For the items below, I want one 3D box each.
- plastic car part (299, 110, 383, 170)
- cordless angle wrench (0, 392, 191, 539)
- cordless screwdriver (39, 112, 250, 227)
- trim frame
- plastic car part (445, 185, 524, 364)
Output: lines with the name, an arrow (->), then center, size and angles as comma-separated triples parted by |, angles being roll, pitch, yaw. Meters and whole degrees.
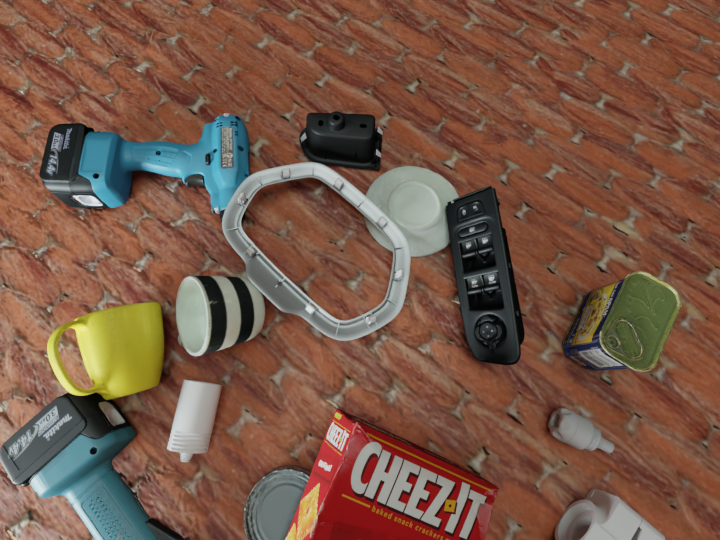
plastic car part -> -0.025, -0.182, 0.563 | 0.116, 0.070, 0.067 | 6, 72, -1
cordless angle wrench -> -0.181, 0.305, 0.407 | 0.097, 0.073, 0.433 | -42, 78, -12
cordless screwdriver -> -0.267, -0.119, 0.548 | 0.247, 0.073, 0.163 | -5, 72, -5
trim frame -> -0.050, -0.033, 0.509 | 0.252, 0.027, 0.182 | 43, 71, 8
plastic car part -> 0.151, 0.009, 0.500 | 0.069, 0.063, 0.207 | -17, 65, 35
